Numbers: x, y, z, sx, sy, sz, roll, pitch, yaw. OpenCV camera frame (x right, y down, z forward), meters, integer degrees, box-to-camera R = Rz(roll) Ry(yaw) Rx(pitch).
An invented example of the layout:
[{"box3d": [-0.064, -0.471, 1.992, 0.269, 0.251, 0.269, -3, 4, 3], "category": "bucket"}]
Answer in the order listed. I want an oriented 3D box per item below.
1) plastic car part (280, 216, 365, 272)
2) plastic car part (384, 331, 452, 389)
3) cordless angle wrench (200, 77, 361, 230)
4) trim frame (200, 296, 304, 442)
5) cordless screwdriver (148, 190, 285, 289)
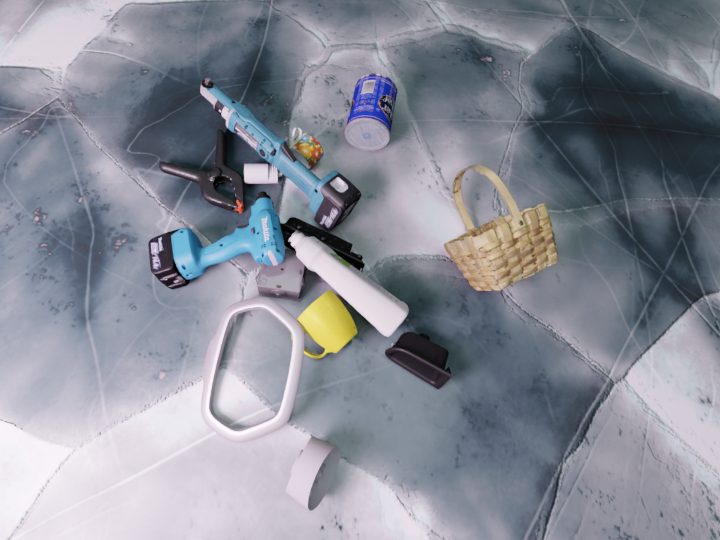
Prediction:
[{"box3d": [-0.083, -0.055, 0.854, 0.206, 0.065, 0.067, 23, 57, 6], "category": "plastic car part"}, {"box3d": [0.113, 0.152, 0.778, 0.120, 0.065, 0.070, 31, 53, 12], "category": "plastic car part"}, {"box3d": [-0.186, -0.258, 0.886, 0.430, 0.098, 0.073, 42, 52, 8], "category": "cordless angle wrench"}, {"box3d": [-0.193, 0.169, 0.745, 0.188, 0.027, 0.251, 6, 75, 12], "category": "trim frame"}, {"box3d": [-0.275, -0.063, 0.818, 0.249, 0.071, 0.165, -15, 60, 1], "category": "cordless screwdriver"}]
